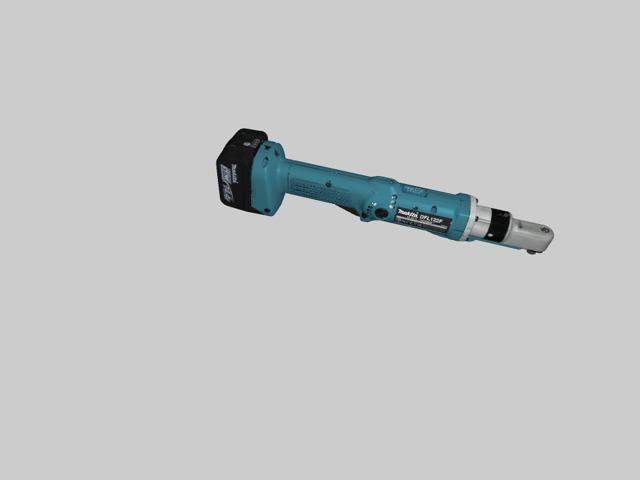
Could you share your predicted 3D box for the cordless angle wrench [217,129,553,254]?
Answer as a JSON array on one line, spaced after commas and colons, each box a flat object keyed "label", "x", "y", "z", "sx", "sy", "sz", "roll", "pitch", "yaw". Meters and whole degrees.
[{"label": "cordless angle wrench", "x": 0.080, "y": -0.050, "z": 0.546, "sx": 0.423, "sy": 0.098, "sz": 0.074, "roll": 13, "pitch": 46, "yaw": 7}]
